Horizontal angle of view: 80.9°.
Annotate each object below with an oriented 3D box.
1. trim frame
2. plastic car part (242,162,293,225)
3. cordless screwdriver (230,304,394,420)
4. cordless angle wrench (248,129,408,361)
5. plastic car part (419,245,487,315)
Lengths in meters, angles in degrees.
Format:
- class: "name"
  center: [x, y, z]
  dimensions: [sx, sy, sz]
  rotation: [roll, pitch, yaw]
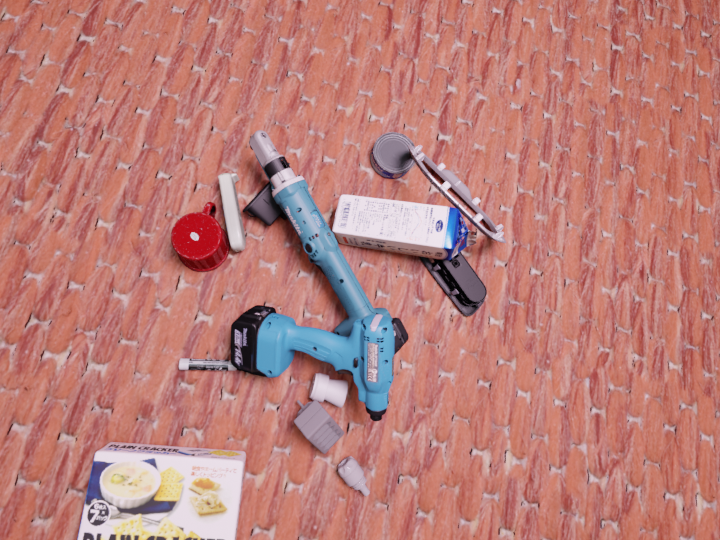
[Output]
- class: "trim frame"
  center: [0.176, -0.140, 0.759]
  dimensions: [0.248, 0.184, 0.028]
  rotation: [42, 113, -3]
- class: "plastic car part"
  center: [-0.151, -0.127, 0.762]
  dimensions: [0.069, 0.068, 0.116]
  rotation: [40, 78, -15]
- class: "cordless screwdriver"
  center: [-0.073, 0.139, 0.649]
  dimensions: [0.256, 0.073, 0.157]
  rotation: [4, 104, 18]
- class: "cordless angle wrench"
  center: [-0.068, -0.045, 0.697]
  dimensions: [0.072, 0.100, 0.423]
  rotation: [-29, 90, -42]
- class: "plastic car part"
  center: [0.165, -0.014, 0.772]
  dimensions: [0.065, 0.068, 0.204]
  rotation: [-31, 86, -21]
